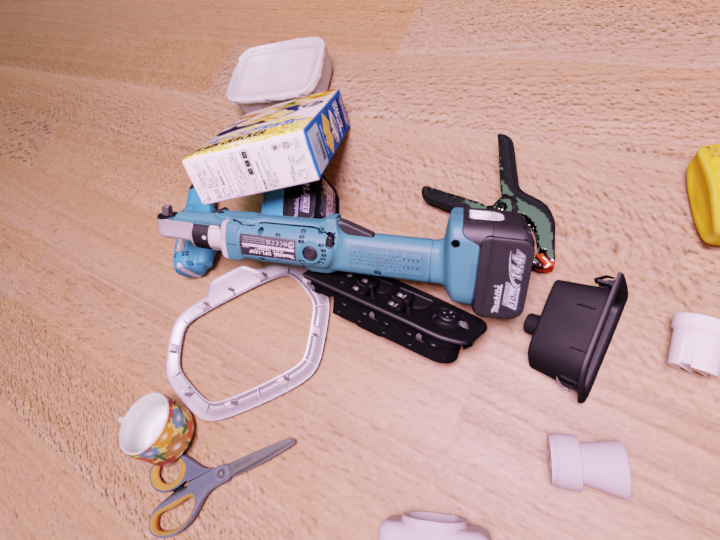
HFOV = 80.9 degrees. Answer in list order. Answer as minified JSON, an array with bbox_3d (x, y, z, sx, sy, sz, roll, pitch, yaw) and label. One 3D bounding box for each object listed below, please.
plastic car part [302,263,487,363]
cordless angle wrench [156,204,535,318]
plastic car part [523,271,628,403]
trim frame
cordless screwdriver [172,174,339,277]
[{"bbox_3d":[0.031,0.046,0.471,0.213,0.064,0.066,18,114,30],"label":"plastic car part"},{"bbox_3d":[-0.046,-0.030,0.473,0.435,0.074,0.096,7,114,17],"label":"cordless angle wrench"},{"bbox_3d":[0.199,0.056,0.408,0.075,0.062,0.116,24,81,43],"label":"plastic car part"},{"bbox_3d":[-0.154,0.083,0.552,0.251,0.026,0.192,-27,60,11],"label":"trim frame"},{"bbox_3d":[-0.157,-0.088,0.604,0.256,0.070,0.163,-12,64,21],"label":"cordless screwdriver"}]
